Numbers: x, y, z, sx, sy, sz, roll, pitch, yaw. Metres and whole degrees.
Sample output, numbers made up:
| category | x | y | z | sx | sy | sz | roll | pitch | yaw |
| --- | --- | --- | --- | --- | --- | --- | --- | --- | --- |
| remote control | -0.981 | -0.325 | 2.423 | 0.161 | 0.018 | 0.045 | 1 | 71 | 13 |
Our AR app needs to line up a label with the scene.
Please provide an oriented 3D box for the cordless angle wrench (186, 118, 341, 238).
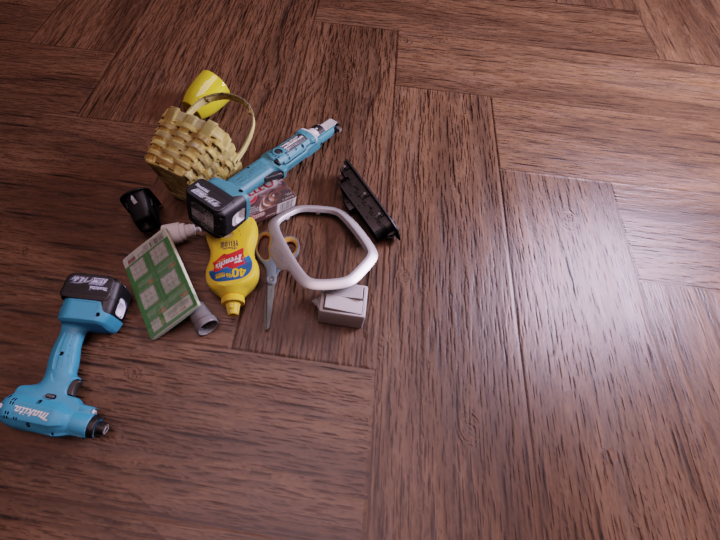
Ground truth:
| category | x | y | z | sx | sy | sz | roll | pitch | yaw |
| --- | --- | --- | --- | --- | --- | --- | --- | --- | --- |
| cordless angle wrench | -0.170 | -0.220 | 0.864 | 0.101 | 0.073 | 0.419 | 31 | 51 | 12 |

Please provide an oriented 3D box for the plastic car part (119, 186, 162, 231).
| category | x | y | z | sx | sy | sz | roll | pitch | yaw |
| --- | --- | --- | --- | --- | --- | --- | --- | --- | --- |
| plastic car part | -0.415 | -0.107 | 0.810 | 0.065 | 0.118 | 0.071 | -19 | 88 | -16 |

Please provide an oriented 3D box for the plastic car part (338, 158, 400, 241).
| category | x | y | z | sx | sy | sz | roll | pitch | yaw |
| --- | --- | --- | --- | --- | --- | --- | --- | --- | --- |
| plastic car part | 0.009 | -0.136 | 0.864 | 0.066 | 0.064 | 0.211 | -33 | 66 | -11 |

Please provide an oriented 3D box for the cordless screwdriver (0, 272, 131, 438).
| category | x | y | z | sx | sy | sz | roll | pitch | yaw |
| --- | --- | --- | --- | --- | --- | --- | --- | --- | --- |
| cordless screwdriver | -0.442 | 0.134 | 0.681 | 0.160 | 0.073 | 0.253 | 9 | 63 | 2 |

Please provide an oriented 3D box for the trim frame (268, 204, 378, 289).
| category | x | y | z | sx | sy | sz | roll | pitch | yaw |
| --- | --- | --- | --- | --- | --- | --- | --- | --- | --- |
| trim frame | -0.078 | -0.051 | 0.796 | 0.180 | 0.027 | 0.262 | -19 | 48 | -19 |
